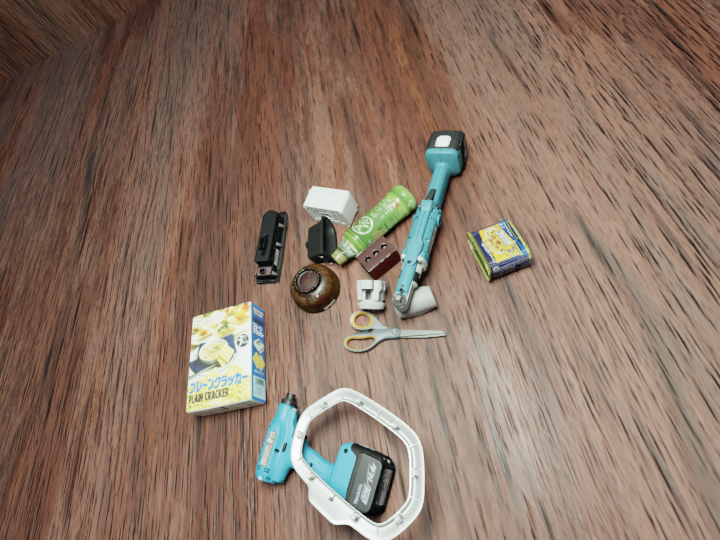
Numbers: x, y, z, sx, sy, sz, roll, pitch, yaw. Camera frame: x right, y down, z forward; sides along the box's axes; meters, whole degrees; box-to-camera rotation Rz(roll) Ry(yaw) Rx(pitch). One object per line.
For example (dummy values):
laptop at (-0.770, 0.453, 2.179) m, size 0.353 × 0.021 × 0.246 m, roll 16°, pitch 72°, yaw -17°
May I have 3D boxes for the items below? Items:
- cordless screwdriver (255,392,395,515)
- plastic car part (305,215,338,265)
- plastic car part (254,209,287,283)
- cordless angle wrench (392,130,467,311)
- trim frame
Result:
cordless screwdriver at (-0.066, 0.322, 0.757) m, size 0.260 × 0.070 × 0.161 m, roll 3°, pitch 64°, yaw 29°
plastic car part at (-0.098, -0.064, 0.998) m, size 0.072 × 0.062 × 0.120 m, roll -26°, pitch 51°, yaw 25°
plastic car part at (-0.230, -0.070, 1.057) m, size 0.068 × 0.063 × 0.207 m, roll -10°, pitch 56°, yaw 25°
cordless angle wrench at (0.139, -0.109, 0.877) m, size 0.078 × 0.093 × 0.426 m, roll 8°, pitch 63°, yaw 26°
trim frame at (-0.012, 0.302, 0.681) m, size 0.262 × 0.026 × 0.184 m, roll 24°, pitch 76°, yaw 36°
